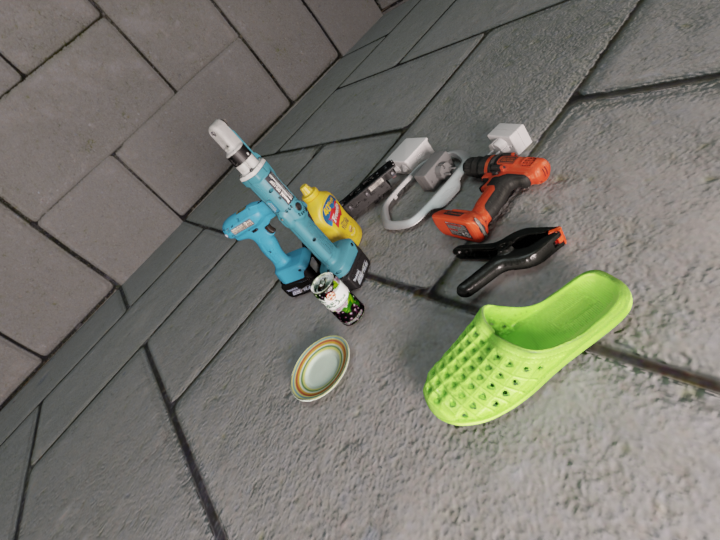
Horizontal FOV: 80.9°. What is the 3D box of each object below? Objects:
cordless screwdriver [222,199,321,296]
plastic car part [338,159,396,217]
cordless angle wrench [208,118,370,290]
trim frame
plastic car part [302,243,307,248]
[{"bbox_3d":[-0.173,-0.056,0.948,0.163,0.238,0.076,-25,31,29],"label":"cordless screwdriver"},{"bbox_3d":[0.014,-0.195,1.077,0.205,0.064,0.068,-33,30,16],"label":"plastic car part"},{"bbox_3d":[-0.136,-0.117,0.818,0.077,0.404,0.098,-16,37,41],"label":"cordless angle wrench"},{"bbox_3d":[0.142,-0.182,0.951,0.248,0.026,0.193,-47,31,-6],"label":"trim frame"},{"bbox_3d":[-0.102,-0.067,1.048,0.067,0.068,0.121,-35,30,13],"label":"plastic car part"}]
